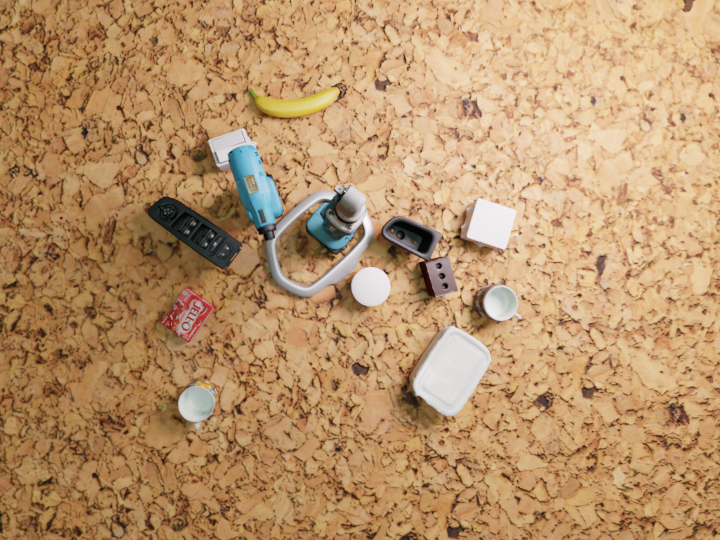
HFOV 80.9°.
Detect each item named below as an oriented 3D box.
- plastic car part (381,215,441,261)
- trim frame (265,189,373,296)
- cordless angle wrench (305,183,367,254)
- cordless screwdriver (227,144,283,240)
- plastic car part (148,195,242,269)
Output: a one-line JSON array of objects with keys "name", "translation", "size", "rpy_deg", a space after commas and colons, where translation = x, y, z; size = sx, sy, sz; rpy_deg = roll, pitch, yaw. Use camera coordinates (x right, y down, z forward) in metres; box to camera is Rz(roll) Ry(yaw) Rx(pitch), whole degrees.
[{"name": "plastic car part", "translation": [0.097, -0.072, 0.893], "size": [0.116, 0.071, 0.066], "rpy_deg": [25, 86, -3]}, {"name": "trim frame", "translation": [-0.089, -0.058, 0.906], "size": [0.248, 0.027, 0.184], "rpy_deg": [-43, 89, -4]}, {"name": "cordless angle wrench", "translation": [-0.036, -0.085, 0.711], "size": [0.097, 0.426, 0.074], "rpy_deg": [39, 85, -6]}, {"name": "cordless screwdriver", "translation": [-0.187, -0.126, 0.794], "size": [0.074, 0.250, 0.159], "rpy_deg": [-18, 91, -7]}, {"name": "plastic car part", "translation": [-0.341, -0.082, 0.876], "size": [0.203, 0.067, 0.066], "rpy_deg": [34, 86, -1]}]
